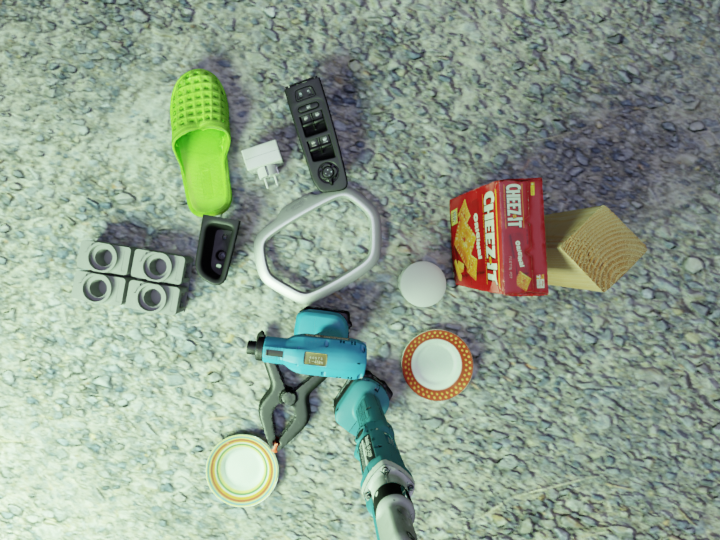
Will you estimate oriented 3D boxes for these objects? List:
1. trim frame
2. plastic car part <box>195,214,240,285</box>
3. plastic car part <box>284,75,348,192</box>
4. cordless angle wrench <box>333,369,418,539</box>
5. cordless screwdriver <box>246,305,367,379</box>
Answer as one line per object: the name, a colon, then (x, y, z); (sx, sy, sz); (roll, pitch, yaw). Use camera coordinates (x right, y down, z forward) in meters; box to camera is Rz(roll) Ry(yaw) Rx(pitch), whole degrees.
trim frame: (-0.076, -0.050, 0.776); (0.248, 0.027, 0.184); (-31, 89, 0)
plastic car part: (-0.253, -0.035, 0.755); (0.066, 0.071, 0.116); (10, 89, -3)
plastic car part: (-0.077, -0.235, 0.761); (0.066, 0.067, 0.203); (-17, 89, -2)
cordless angle wrench: (0.020, 0.237, 0.571); (0.074, 0.425, 0.098); (35, 89, -5)
cordless screwdriver: (-0.081, 0.107, 0.662); (0.159, 0.250, 0.074); (6, 91, -4)
